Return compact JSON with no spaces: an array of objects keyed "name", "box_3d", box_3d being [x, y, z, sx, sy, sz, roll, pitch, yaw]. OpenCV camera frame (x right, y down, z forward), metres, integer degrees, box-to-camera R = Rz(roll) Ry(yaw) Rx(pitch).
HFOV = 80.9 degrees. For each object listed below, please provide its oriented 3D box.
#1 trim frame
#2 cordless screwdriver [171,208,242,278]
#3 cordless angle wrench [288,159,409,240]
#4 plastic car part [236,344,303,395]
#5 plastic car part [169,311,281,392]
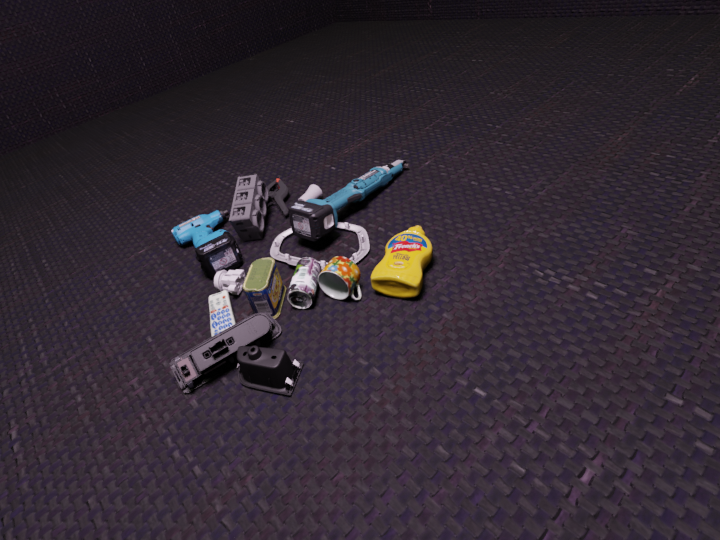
[{"name":"trim frame","box_3d":[-0.097,-0.063,0.991,0.260,0.026,0.184,12,47,27]},{"name":"cordless screwdriver","box_3d":[-0.369,-0.085,1.069,0.156,0.071,0.263,-32,39,-22]},{"name":"cordless angle wrench","box_3d":[-0.008,-0.205,1.086,0.103,0.072,0.414,18,41,35]},{"name":"plastic car part","box_3d":[-0.165,0.157,0.715,0.120,0.068,0.066,5,41,18]},{"name":"plastic car part","box_3d":[-0.239,0.133,0.761,0.199,0.066,0.069,-29,68,-24]}]
